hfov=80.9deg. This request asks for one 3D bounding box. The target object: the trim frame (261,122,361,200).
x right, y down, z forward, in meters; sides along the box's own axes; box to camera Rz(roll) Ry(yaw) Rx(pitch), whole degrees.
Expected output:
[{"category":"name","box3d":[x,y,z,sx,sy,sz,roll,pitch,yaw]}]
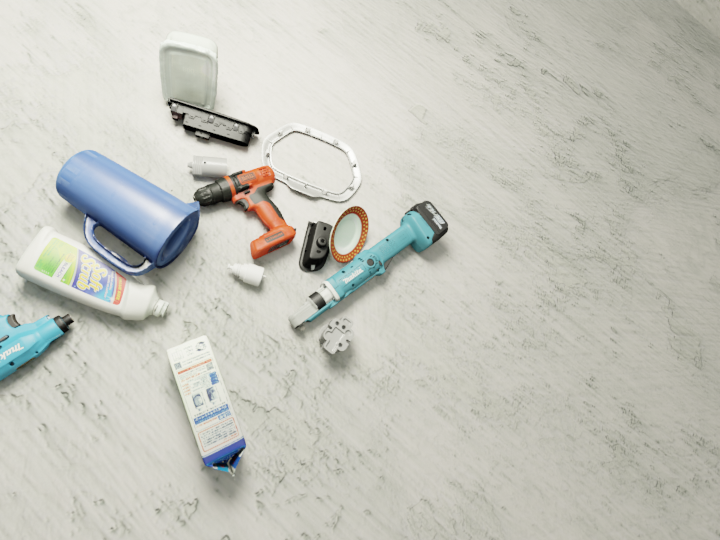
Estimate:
[{"category":"trim frame","box3d":[-0.111,-0.256,0.996,0.244,0.028,0.186,21,67,-10]}]

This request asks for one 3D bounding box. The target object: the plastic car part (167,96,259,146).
[{"category":"plastic car part","box3d":[-0.325,-0.321,0.936,0.198,0.067,0.068,10,79,-13]}]

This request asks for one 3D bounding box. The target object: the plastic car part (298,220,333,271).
[{"category":"plastic car part","box3d":[-0.089,-0.058,0.906,0.065,0.071,0.118,18,64,-12]}]

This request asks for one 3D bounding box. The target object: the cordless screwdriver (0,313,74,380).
[{"category":"cordless screwdriver","box3d":[-0.620,0.048,0.709,0.157,0.075,0.249,-37,89,-25]}]

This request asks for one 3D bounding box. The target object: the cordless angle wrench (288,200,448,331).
[{"category":"cordless angle wrench","box3d":[0.015,-0.010,0.922,0.416,0.075,0.099,-36,86,-22]}]
